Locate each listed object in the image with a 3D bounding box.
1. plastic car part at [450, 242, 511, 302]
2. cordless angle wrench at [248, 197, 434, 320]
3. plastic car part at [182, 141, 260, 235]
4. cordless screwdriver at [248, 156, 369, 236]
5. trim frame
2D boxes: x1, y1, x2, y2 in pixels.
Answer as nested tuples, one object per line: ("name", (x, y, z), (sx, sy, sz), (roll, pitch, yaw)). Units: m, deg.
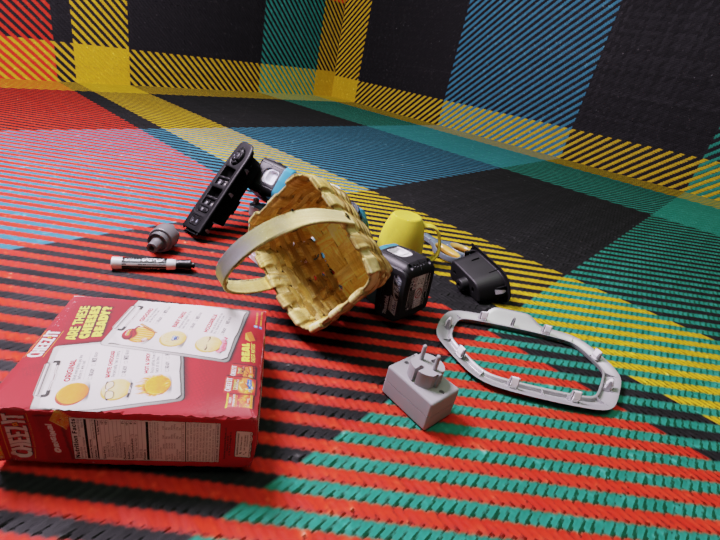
("plastic car part", (0.200, 0.013, 0.744), (0.070, 0.064, 0.122), (-13, 35, -12))
("cordless angle wrench", (-0.073, -0.048, 0.746), (0.071, 0.096, 0.448), (-14, 31, -43))
("plastic car part", (-0.251, -0.150, 0.802), (0.063, 0.203, 0.070), (33, -8, -41))
("cordless screwdriver", (-0.100, -0.140, 0.819), (0.256, 0.074, 0.155), (28, -7, 13))
("trim frame", (0.231, 0.112, 0.590), (0.251, 0.027, 0.186), (10, 26, 5))
